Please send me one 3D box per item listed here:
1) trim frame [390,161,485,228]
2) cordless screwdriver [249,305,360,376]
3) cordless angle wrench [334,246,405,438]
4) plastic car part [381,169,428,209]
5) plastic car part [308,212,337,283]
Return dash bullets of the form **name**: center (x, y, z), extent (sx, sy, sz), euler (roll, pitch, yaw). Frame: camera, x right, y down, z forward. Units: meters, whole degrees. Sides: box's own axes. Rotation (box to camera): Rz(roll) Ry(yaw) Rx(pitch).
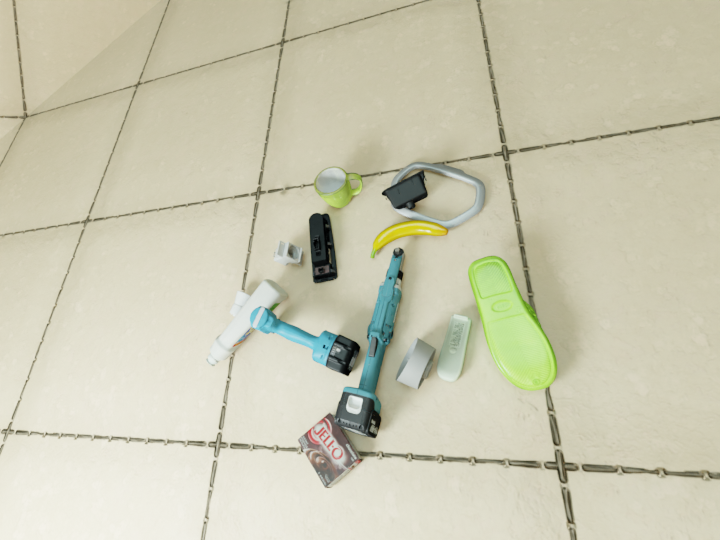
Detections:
- **trim frame**: center (0.191, -0.198, 1.080), extent (0.262, 0.026, 0.184), euler (25, 76, 31)
- **cordless screwdriver**: center (-0.128, 0.159, 0.972), extent (0.255, 0.154, 0.074), euler (21, 76, 12)
- **cordless angle wrench**: center (0.043, 0.136, 0.935), extent (0.077, 0.093, 0.428), euler (6, 62, 21)
- **plastic car part**: center (0.121, -0.190, 1.063), extent (0.117, 0.063, 0.073), euler (-28, 72, 9)
- **plastic car part**: center (-0.109, -0.071, 1.113), extent (0.068, 0.063, 0.209), euler (-18, 56, 19)
